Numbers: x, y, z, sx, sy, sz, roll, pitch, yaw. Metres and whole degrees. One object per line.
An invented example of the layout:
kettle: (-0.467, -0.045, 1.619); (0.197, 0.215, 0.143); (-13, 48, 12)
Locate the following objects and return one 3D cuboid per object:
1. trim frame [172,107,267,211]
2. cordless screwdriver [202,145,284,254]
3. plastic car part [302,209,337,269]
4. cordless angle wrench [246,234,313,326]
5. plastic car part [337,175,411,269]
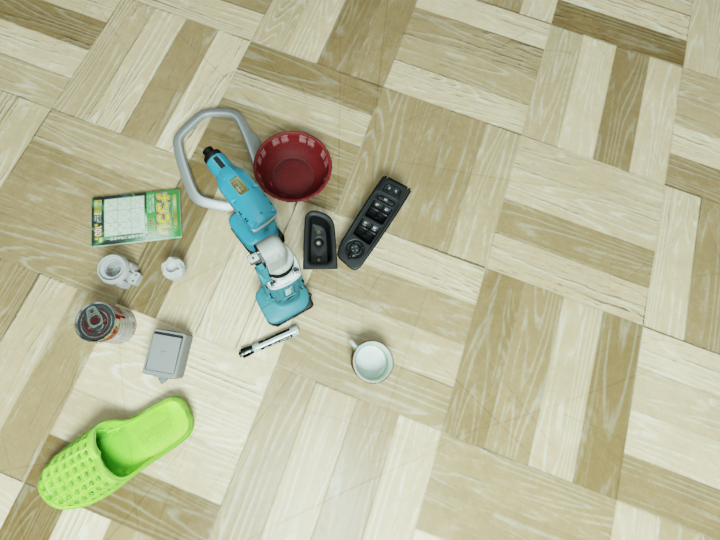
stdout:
trim frame: (-0.296, -0.238, 0.902); (0.182, 0.027, 0.254); (-21, 76, -8)
cordless screwdriver: (-0.208, -0.112, 0.757); (0.074, 0.247, 0.162); (-38, 83, -14)
plastic car part: (-0.082, -0.054, 0.838); (0.065, 0.070, 0.118); (-1, 75, -6)
cordless angle wrench: (-0.120, 0.019, 0.636); (0.097, 0.420, 0.075); (-29, 83, -13)
plastic car part: (0.020, -0.091, 0.855); (0.067, 0.066, 0.203); (32, 76, 3)
